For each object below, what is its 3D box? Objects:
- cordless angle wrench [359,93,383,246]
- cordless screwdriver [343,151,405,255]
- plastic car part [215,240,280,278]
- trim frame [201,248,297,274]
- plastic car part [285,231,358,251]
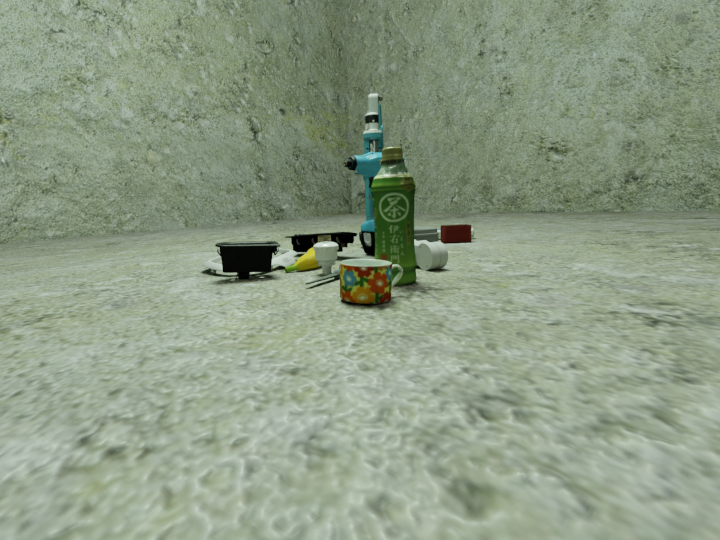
[{"bbox_3d":[0.039,-0.275,1.178,0.098,0.420,0.075,-2,6,1],"label":"cordless angle wrench"},{"bbox_3d":[0.035,-0.160,1.023,0.153,0.247,0.078,-6,8,-28],"label":"cordless screwdriver"},{"bbox_3d":[-0.213,-0.020,0.799,0.114,0.070,0.068,-5,8,-17],"label":"plastic car part"},{"bbox_3d":[-0.240,-0.023,0.944,0.189,0.027,0.244,0,10,16],"label":"trim frame"},{"bbox_3d":[-0.103,-0.067,1.052,0.213,0.066,0.063,5,11,40],"label":"plastic car part"}]
